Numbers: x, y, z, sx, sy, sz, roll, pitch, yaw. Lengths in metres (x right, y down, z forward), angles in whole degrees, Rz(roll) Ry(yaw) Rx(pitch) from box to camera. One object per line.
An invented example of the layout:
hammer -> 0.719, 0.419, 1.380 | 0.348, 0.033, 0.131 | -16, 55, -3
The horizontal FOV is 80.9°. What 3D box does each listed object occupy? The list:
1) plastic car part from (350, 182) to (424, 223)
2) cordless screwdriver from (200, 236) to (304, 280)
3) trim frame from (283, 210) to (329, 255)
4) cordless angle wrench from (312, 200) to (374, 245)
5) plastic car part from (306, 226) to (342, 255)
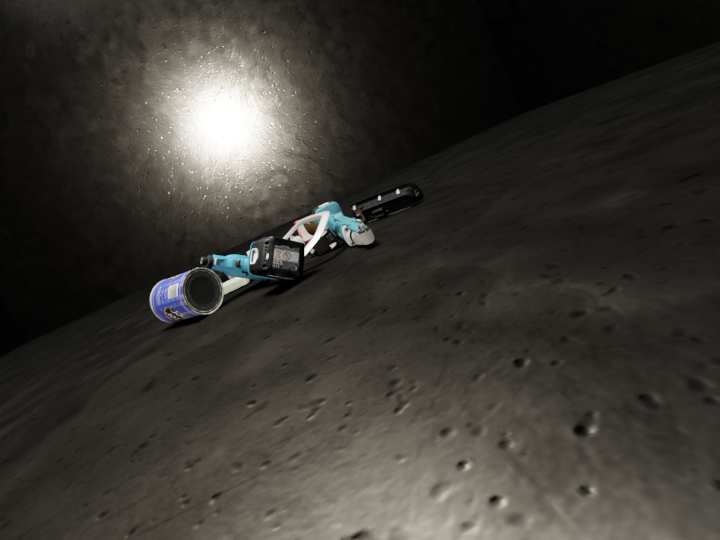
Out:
plastic car part -> 0.067, -0.177, 1.139 | 0.208, 0.064, 0.067 | -19, 21, 25
cordless screwdriver -> -0.230, -0.018, 0.887 | 0.152, 0.075, 0.258 | 10, -10, -32
trim frame -> -0.150, -0.061, 0.991 | 0.258, 0.026, 0.184 | -3, 50, 57
cordless angle wrench -> -0.040, -0.105, 1.014 | 0.074, 0.096, 0.436 | -26, 17, -8
plastic car part -> -0.100, -0.066, 1.025 | 0.070, 0.065, 0.119 | -41, 12, -12
